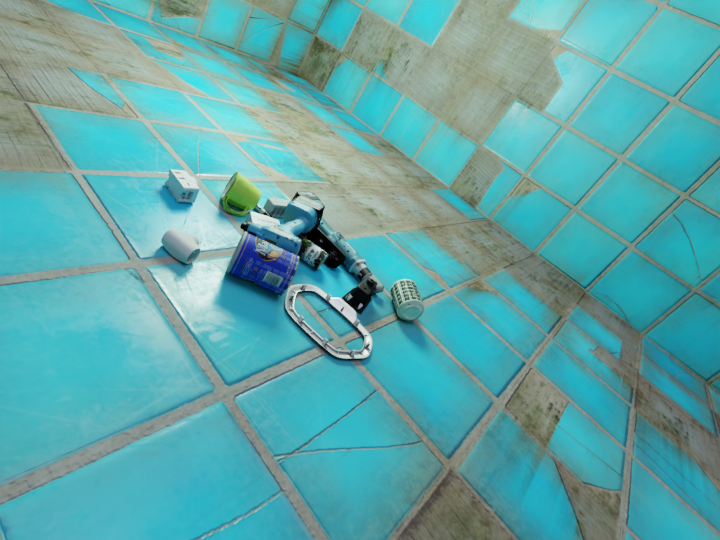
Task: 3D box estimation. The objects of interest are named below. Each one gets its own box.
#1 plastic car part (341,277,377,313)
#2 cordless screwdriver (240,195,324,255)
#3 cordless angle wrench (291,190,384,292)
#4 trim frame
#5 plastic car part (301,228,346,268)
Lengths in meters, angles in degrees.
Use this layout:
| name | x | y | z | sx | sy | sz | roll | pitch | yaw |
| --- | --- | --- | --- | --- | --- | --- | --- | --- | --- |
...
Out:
| name | x | y | z | sx | sy | sz | roll | pitch | yaw |
| --- | --- | --- | --- | --- | --- | --- | --- | --- | --- |
| plastic car part | 0.010 | 0.055 | 1.146 | 0.067 | 0.071 | 0.114 | 38 | 30 | 7 |
| cordless screwdriver | -0.202 | -0.129 | 1.134 | 0.161 | 0.073 | 0.249 | 22 | 31 | 5 |
| cordless angle wrench | -0.073 | -0.088 | 1.307 | 0.093 | 0.074 | 0.443 | -4 | 46 | -49 |
| trim frame | -0.074 | 0.115 | 1.007 | 0.257 | 0.027 | 0.178 | 38 | 27 | 17 |
| plastic car part | -0.123 | -0.080 | 1.258 | 0.212 | 0.066 | 0.064 | 42 | 3 | 23 |
